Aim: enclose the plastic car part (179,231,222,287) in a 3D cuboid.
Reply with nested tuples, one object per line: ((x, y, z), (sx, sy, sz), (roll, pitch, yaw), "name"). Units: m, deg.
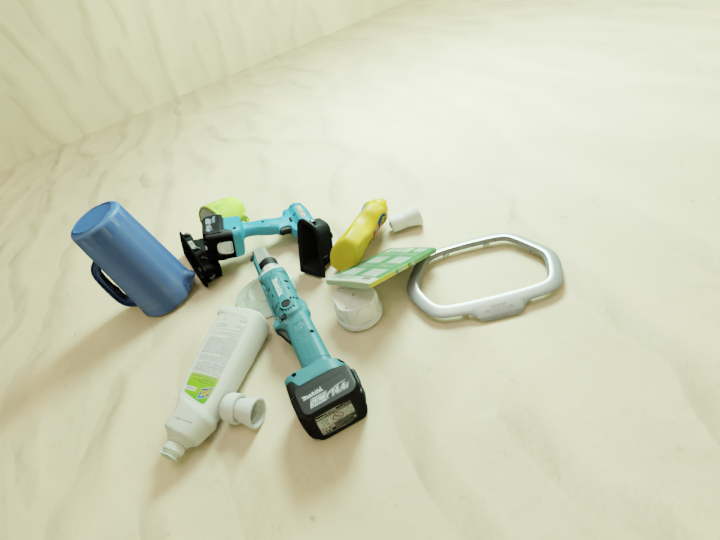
((-0.369, -0.027, 0.984), (0.065, 0.065, 0.215), (-9, 31, -28), "plastic car part")

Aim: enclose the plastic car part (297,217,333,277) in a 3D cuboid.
((-0.083, -0.055, 0.853), (0.069, 0.114, 0.069), (12, 24, 34), "plastic car part")

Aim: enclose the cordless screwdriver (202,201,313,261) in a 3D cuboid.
((-0.218, -0.079, 0.932), (0.244, 0.072, 0.167), (-14, 36, -15), "cordless screwdriver")

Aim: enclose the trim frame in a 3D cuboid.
((0.201, 0.007, 0.708), (0.250, 0.026, 0.191), (-15, 38, 5), "trim frame")

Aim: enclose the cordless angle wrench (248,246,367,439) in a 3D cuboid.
((-0.120, 0.076, 0.723), (0.097, 0.071, 0.446), (-28, 41, -9), "cordless angle wrench")
